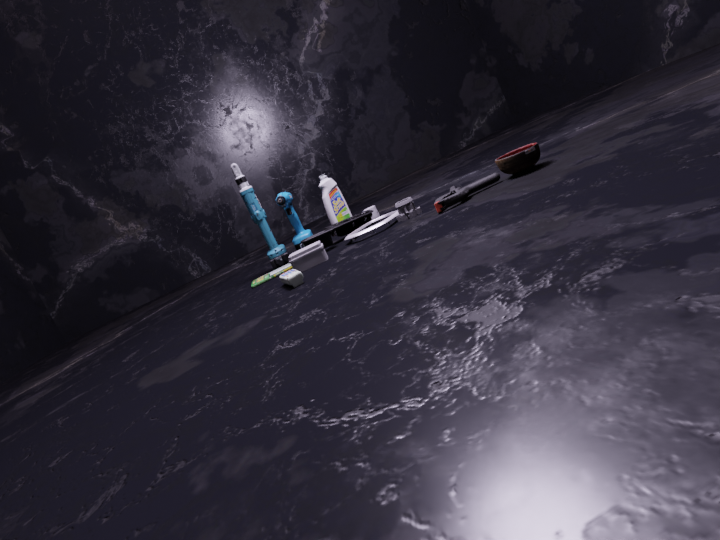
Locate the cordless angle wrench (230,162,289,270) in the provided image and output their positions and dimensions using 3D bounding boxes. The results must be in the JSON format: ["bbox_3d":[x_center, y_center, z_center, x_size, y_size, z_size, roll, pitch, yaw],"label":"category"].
[{"bbox_3d":[-0.381,-0.205,1.579,0.074,0.418,0.099,-26,7,-6],"label":"cordless angle wrench"}]

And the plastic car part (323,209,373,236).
[{"bbox_3d":[-0.031,-0.168,1.546,0.199,0.066,0.068,-30,10,-21],"label":"plastic car part"}]

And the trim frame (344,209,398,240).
[{"bbox_3d":[0.045,-0.149,1.406,0.190,0.027,0.244,-18,14,34],"label":"trim frame"}]

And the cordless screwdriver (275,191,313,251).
[{"bbox_3d":[-0.230,-0.162,1.500,0.075,0.246,0.160,-25,8,3],"label":"cordless screwdriver"}]

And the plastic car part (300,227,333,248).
[{"bbox_3d":[-0.141,-0.092,1.442,0.115,0.070,0.068,-28,9,-12],"label":"plastic car part"}]
